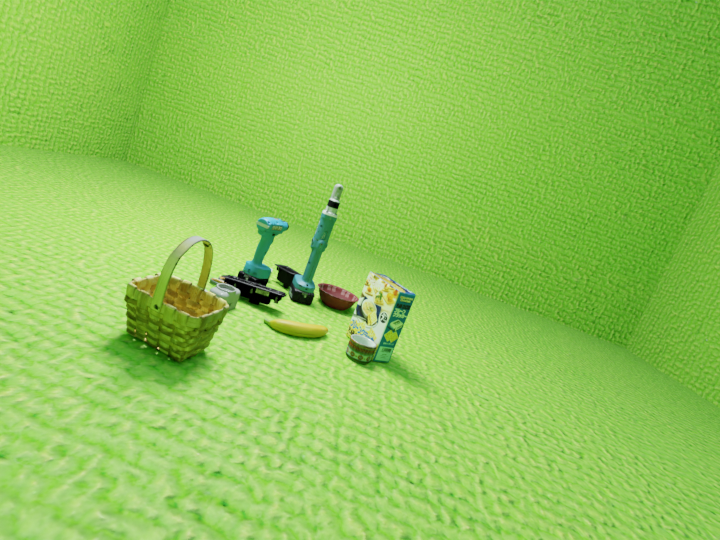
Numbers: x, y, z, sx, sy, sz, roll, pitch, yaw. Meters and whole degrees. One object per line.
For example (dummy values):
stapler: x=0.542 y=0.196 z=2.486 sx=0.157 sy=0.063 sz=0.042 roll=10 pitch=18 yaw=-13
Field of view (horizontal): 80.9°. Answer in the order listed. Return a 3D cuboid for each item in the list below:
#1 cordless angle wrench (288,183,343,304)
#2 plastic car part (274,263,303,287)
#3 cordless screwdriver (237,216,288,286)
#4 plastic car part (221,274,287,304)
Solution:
cordless angle wrench: x=-0.141 y=-0.092 z=1.442 sx=0.072 sy=0.421 sz=0.102 roll=18 pitch=10 yaw=-20
plastic car part: x=-0.270 y=0.027 z=1.559 sx=0.062 sy=0.070 sz=0.123 roll=11 pitch=14 yaw=-45
cordless screwdriver: x=-0.318 y=-0.058 z=1.419 sx=0.077 sy=0.247 sz=0.154 roll=24 pitch=10 yaw=19
plastic car part: x=-0.330 y=0.062 z=1.286 sx=0.206 sy=0.067 sz=0.066 roll=21 pitch=10 yaw=7
